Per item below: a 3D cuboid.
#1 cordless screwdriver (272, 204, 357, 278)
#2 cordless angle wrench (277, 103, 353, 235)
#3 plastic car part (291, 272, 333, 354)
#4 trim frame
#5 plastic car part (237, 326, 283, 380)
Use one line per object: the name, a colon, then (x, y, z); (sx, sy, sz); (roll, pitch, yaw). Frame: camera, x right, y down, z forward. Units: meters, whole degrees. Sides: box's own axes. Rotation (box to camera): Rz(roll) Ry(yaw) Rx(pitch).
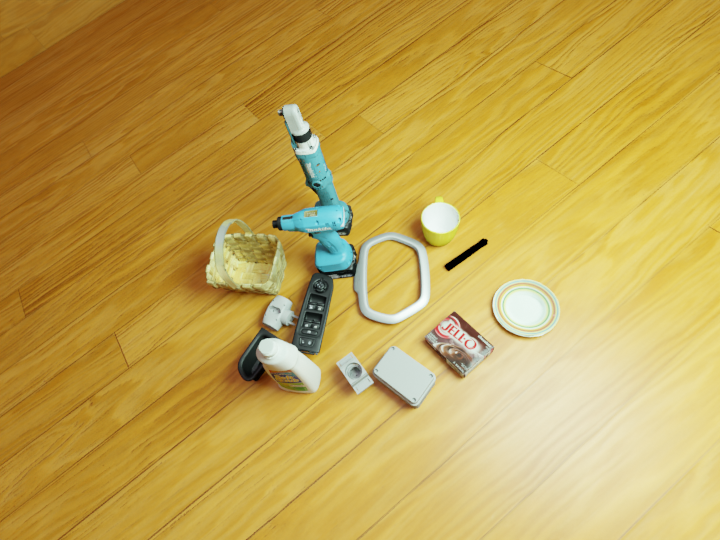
cordless screwdriver: (-0.097, -0.063, 0.989); (0.162, 0.238, 0.076); (-4, 61, 10)
cordless angle wrench: (-0.099, -0.218, 0.978); (0.100, 0.405, 0.076); (1, 63, 12)
plastic car part: (-0.104, 0.103, 1.000); (0.068, 0.064, 0.206); (3, 62, 15)
trim frame: (0.073, 0.012, 1.024); (0.188, 0.026, 0.255); (-6, 60, 12)
plastic car part: (-0.229, 0.204, 0.976); (0.069, 0.068, 0.116); (26, 71, 24)
